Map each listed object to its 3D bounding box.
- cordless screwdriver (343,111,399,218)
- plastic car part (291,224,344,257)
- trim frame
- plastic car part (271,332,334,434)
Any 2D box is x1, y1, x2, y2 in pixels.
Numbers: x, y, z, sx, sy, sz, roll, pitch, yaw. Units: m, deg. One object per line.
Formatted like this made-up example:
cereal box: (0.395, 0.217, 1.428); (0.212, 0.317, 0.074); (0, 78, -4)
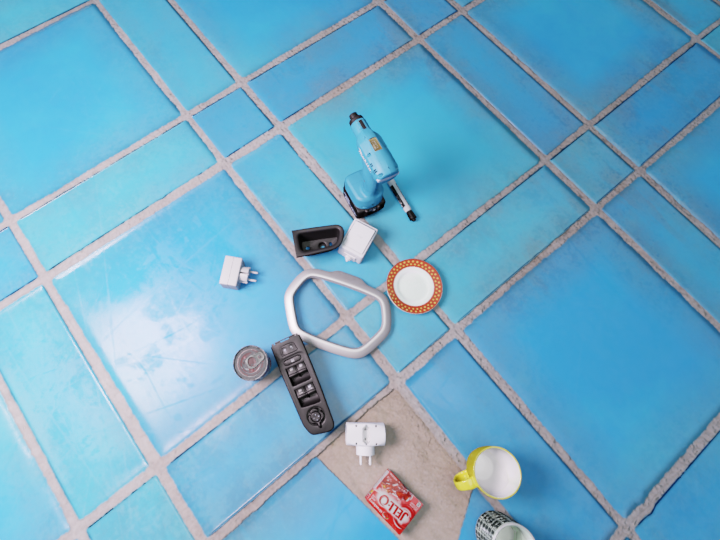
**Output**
cordless screwdriver: (0.008, -0.225, 0.938); (0.073, 0.246, 0.163); (-24, 78, -12)
plastic car part: (-0.095, -0.062, 0.974); (0.115, 0.070, 0.067); (-10, 75, -6)
trim frame: (-0.051, 0.090, 0.948); (0.250, 0.027, 0.185); (17, 72, 4)
plastic car part: (-0.118, 0.238, 0.877); (0.065, 0.066, 0.208); (-23, 75, -11)
